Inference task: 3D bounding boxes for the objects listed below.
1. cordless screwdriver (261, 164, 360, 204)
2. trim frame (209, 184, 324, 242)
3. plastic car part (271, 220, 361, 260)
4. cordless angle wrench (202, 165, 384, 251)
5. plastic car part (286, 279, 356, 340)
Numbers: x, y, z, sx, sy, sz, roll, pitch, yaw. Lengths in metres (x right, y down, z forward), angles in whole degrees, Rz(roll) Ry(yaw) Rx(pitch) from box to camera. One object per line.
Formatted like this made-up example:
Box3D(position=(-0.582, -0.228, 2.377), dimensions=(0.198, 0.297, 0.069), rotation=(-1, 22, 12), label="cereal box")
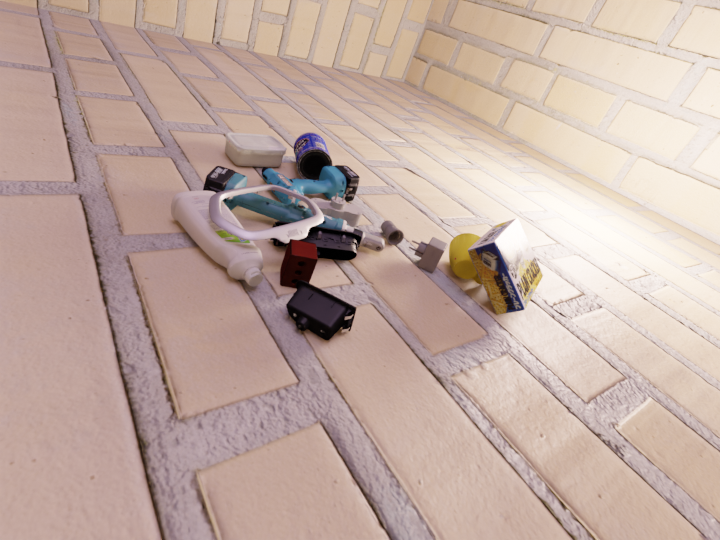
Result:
Box3D(position=(-0.136, -0.241, 1.140), dimensions=(0.239, 0.073, 0.168), rotation=(-14, 44, -35), label="cordless screwdriver")
Box3D(position=(-0.185, -0.117, 0.844), dimensions=(0.193, 0.027, 0.240), rotation=(38, 37, 27), label="trim frame")
Box3D(position=(-0.087, -0.057, 0.891), dimensions=(0.196, 0.066, 0.070), rotation=(3, 49, -22), label="plastic car part")
Box3D(position=(-0.144, -0.124, 0.960), dimensions=(0.421, 0.073, 0.099), rotation=(20, 32, -3), label="cordless angle wrench")
Box3D(position=(-0.075, 0.074, 0.706), dimensions=(0.120, 0.064, 0.070), rotation=(25, 46, 15), label="plastic car part")
